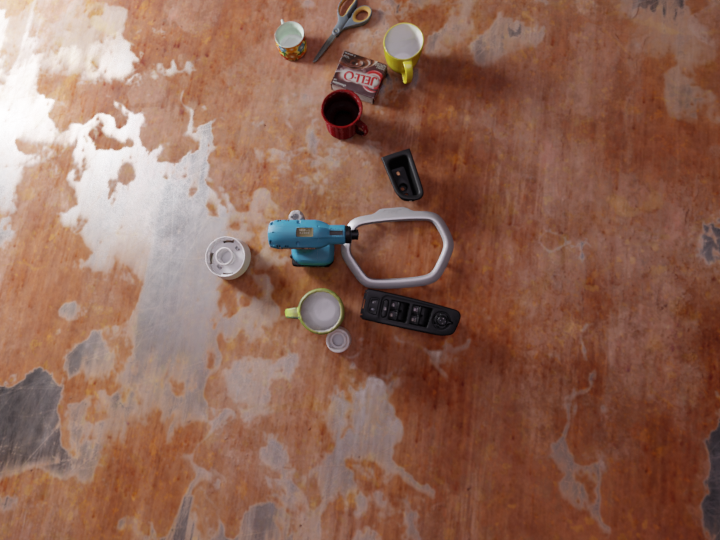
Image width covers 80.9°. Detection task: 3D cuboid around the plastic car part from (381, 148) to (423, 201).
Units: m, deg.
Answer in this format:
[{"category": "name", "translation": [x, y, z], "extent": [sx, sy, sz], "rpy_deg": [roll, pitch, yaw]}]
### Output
[{"category": "plastic car part", "translation": [0.094, -0.199, 0.940], "extent": [0.066, 0.070, 0.118], "rpy_deg": [-18, 81, 0]}]

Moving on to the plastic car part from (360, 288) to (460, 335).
[{"category": "plastic car part", "translation": [0.104, 0.092, 0.895], "extent": [0.206, 0.066, 0.066], "rpy_deg": [12, 83, 7]}]

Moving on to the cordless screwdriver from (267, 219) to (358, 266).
[{"category": "cordless screwdriver", "translation": [-0.083, -0.054, 0.845], "extent": [0.160, 0.245, 0.075], "rpy_deg": [1, 84, 2]}]

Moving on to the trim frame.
[{"category": "trim frame", "translation": [0.081, -0.052, 0.940], "extent": [0.250, 0.027, 0.186], "rpy_deg": [-5, 81, 5]}]
